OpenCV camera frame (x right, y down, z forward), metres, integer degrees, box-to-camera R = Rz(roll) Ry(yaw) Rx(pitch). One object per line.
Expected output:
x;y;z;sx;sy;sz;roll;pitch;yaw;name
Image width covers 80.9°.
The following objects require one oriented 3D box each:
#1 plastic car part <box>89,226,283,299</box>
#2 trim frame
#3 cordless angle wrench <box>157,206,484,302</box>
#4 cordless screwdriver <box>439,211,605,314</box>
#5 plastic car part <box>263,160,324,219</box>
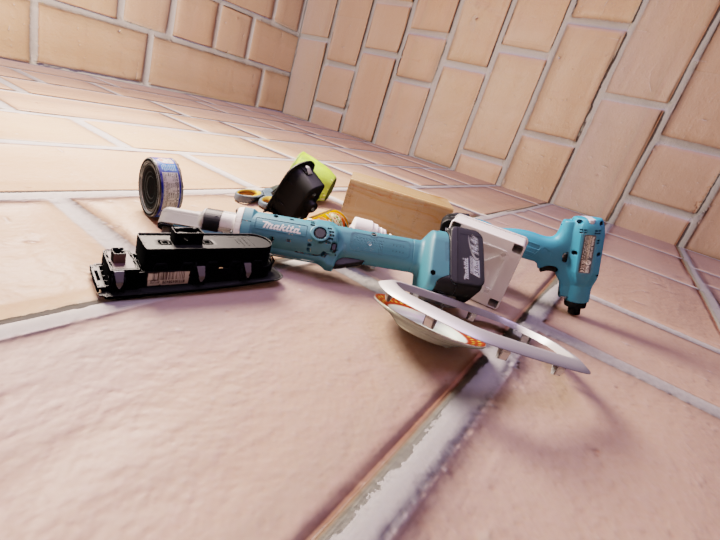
-0.177;-0.014;0.462;0.193;0.066;0.070;1;18;-41;plastic car part
0.132;0.061;0.470;0.239;0.027;0.192;16;9;-25;trim frame
-0.055;-0.036;0.564;0.421;0.100;0.073;10;-25;-2;cordless angle wrench
0.253;-0.016;0.700;0.256;0.157;0.073;6;13;16;cordless screwdriver
-0.105;-0.124;0.733;0.063;0.117;0.073;-10;58;-52;plastic car part
